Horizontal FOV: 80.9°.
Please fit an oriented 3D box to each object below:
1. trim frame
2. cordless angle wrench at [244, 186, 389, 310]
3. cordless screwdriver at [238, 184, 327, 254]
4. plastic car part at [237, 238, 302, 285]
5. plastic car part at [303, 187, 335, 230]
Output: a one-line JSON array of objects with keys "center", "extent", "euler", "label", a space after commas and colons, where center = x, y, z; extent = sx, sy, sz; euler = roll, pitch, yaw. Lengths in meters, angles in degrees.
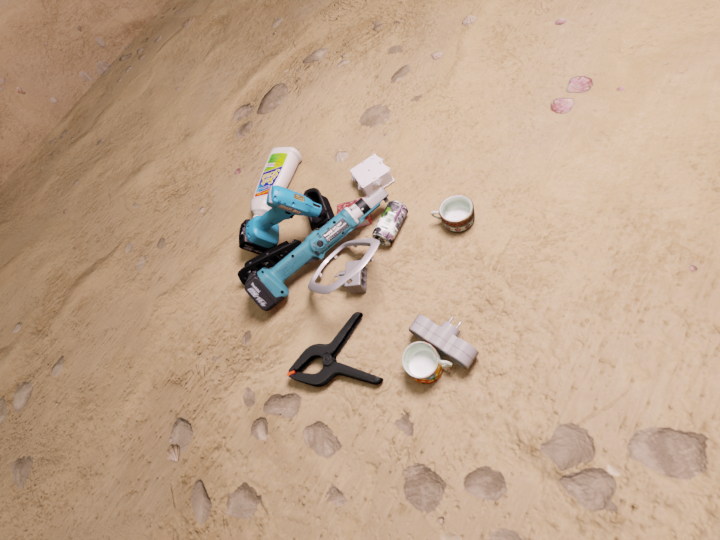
[{"center": [-0.040, -0.015, 0.972], "extent": [0.183, 0.027, 0.256], "euler": [-49, 18, -14], "label": "trim frame"}, {"center": [-0.103, -0.068, 1.057], "extent": [0.423, 0.096, 0.076], "euler": [-39, 11, 1], "label": "cordless angle wrench"}, {"center": [-0.212, -0.125, 1.114], "extent": [0.254, 0.152, 0.076], "euler": [-34, 48, 45], "label": "cordless screwdriver"}, {"center": [-0.241, -0.029, 1.135], "extent": [0.204, 0.063, 0.070], "euler": [-29, 44, 8], "label": "plastic car part"}, {"center": [-0.104, -0.166, 1.141], "extent": [0.067, 0.067, 0.120], "euler": [-31, 62, 29], "label": "plastic car part"}]
